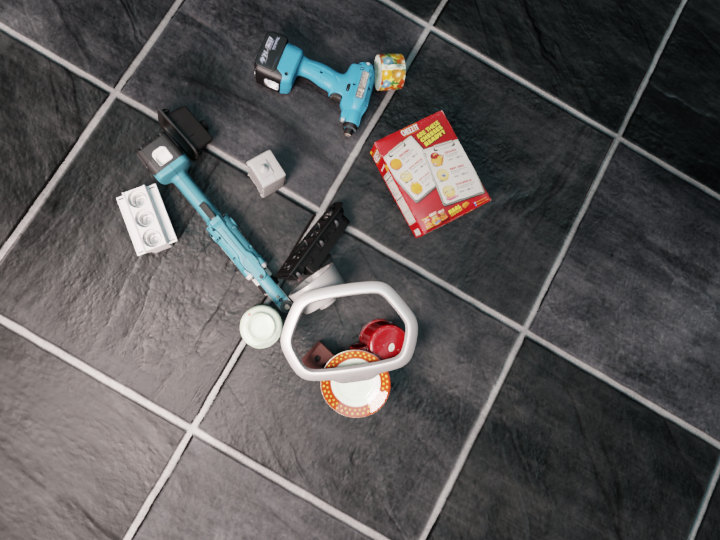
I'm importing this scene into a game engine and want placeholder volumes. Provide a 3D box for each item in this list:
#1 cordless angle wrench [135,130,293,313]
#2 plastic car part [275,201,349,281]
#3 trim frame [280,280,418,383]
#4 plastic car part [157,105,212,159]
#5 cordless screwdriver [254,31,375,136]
[{"bbox_3d":[-0.273,-0.082,0.836,0.074,0.099,0.421,-39,92,-9],"label":"cordless angle wrench"},{"bbox_3d":[-0.082,-0.054,0.841,0.065,0.068,0.203,36,69,-17],"label":"plastic car part"},{"bbox_3d":[-0.021,0.115,0.761,0.249,0.027,0.183,-10,93,1],"label":"trim frame"},{"bbox_3d":[-0.351,-0.288,0.868,0.116,0.067,0.070,45,67,-3],"label":"plastic car part"},{"bbox_3d":[-0.101,-0.388,0.890,0.246,0.075,0.160,16,83,-7],"label":"cordless screwdriver"}]
